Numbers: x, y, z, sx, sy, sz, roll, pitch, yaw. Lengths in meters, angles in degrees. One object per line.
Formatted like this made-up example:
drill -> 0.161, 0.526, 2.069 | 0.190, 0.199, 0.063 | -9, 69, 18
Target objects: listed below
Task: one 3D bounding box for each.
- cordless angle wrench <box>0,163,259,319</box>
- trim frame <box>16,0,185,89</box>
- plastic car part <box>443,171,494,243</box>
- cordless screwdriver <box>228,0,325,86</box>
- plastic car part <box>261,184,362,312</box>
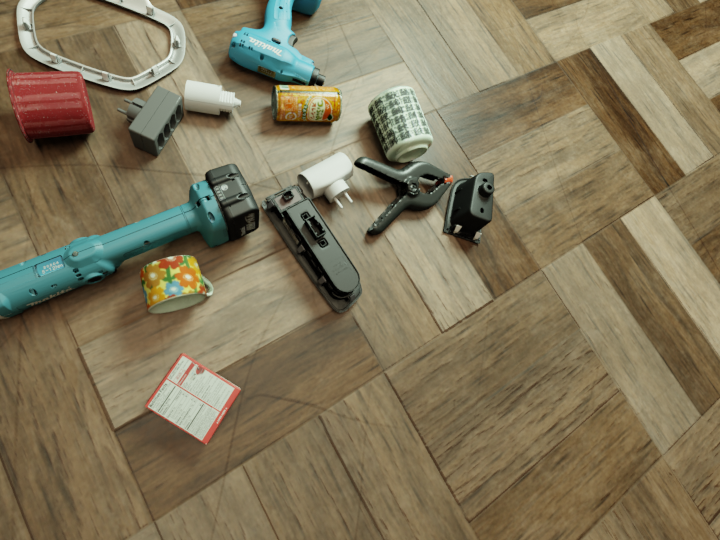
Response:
cordless angle wrench -> -0.331, -0.012, 0.517 | 0.416, 0.098, 0.076 | -26, 80, -17
trim frame -> -0.396, -0.371, 0.651 | 0.246, 0.027, 0.186 | 17, 68, -6
plastic car part -> 0.186, -0.113, 0.683 | 0.065, 0.072, 0.118 | 18, 72, -12
cordless screwdriver -> -0.107, -0.428, 0.716 | 0.157, 0.075, 0.251 | 19, 73, -9
plastic car part -> -0.059, -0.039, 0.607 | 0.065, 0.068, 0.205 | -29, 84, -29
